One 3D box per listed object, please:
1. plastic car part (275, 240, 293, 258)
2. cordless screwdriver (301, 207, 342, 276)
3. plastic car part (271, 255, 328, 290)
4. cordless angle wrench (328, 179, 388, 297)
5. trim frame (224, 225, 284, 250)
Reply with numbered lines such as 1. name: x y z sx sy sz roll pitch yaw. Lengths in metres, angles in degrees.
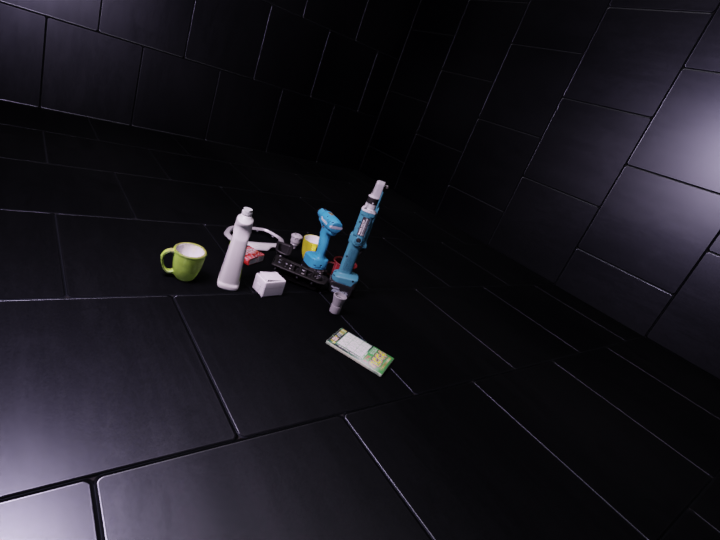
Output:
1. plastic car part: -0.290 -0.054 1.554 0.065 0.070 0.119 17 22 -9
2. cordless screwdriver: -0.150 -0.098 1.535 0.071 0.246 0.168 8 24 -31
3. plastic car part: -0.211 0.018 1.454 0.202 0.066 0.067 19 21 -2
4. cordless angle wrench: -0.005 -0.109 1.447 0.097 0.419 0.075 20 21 -4
5. trim frame: -0.423 -0.132 1.686 0.237 0.027 0.195 4 26 -34
